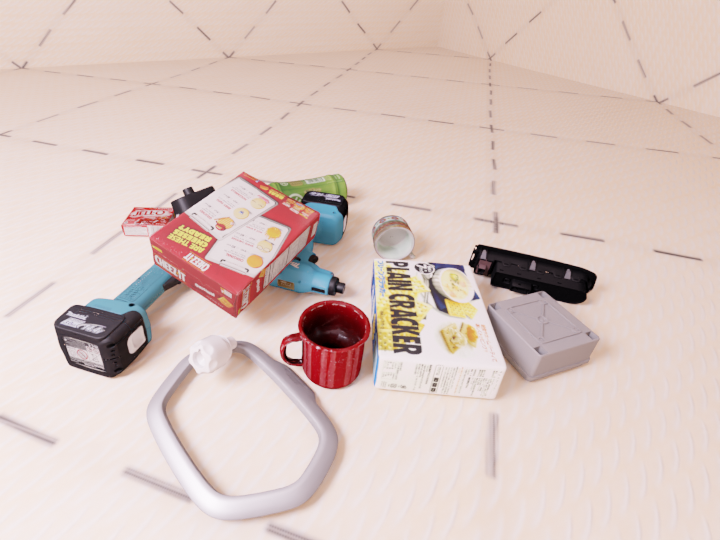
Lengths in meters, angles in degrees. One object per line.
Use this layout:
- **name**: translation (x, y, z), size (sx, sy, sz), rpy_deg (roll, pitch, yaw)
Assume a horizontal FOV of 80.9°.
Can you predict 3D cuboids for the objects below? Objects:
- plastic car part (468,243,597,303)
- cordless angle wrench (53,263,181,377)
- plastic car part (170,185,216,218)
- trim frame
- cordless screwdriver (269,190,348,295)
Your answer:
- **plastic car part**: translation (0.293, 0.011, 0.720), size (0.207, 0.064, 0.068), rpy_deg (11, 46, 11)
- **cordless angle wrench**: translation (-0.309, -0.009, 0.711), size (0.100, 0.072, 0.426), rpy_deg (10, 34, 8)
- **plastic car part**: translation (-0.336, -0.139, 0.870), size (0.113, 0.070, 0.069), rpy_deg (-28, 12, -37)
- **trim frame**: translation (-0.141, 0.173, 0.503), size (0.179, 0.027, 0.263), rpy_deg (-29, 45, -35)
- **cordless screwdriver**: translation (-0.076, -0.050, 0.777), size (0.163, 0.072, 0.250), rpy_deg (12, 41, 12)
